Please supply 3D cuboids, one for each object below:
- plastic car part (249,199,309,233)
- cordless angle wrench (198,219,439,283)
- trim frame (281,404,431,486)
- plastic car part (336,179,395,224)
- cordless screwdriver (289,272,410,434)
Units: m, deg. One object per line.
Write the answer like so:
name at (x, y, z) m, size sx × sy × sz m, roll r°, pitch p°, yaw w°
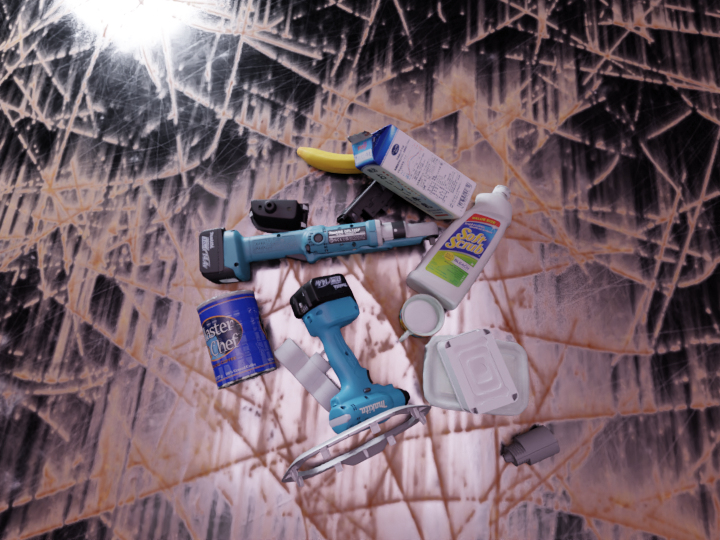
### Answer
plastic car part at (-0.159, -0.110, 0.798) m, size 0.117 × 0.070 × 0.067 m, roll 5°, pitch 75°, yaw 0°
cordless angle wrench at (-0.074, -0.049, 0.762) m, size 0.426 × 0.072 × 0.100 m, roll -7°, pitch 76°, yaw 4°
trim frame at (-0.003, 0.262, 0.631) m, size 0.247 × 0.176 × 0.029 m, roll -27°, pitch 60°, yaw -4°
plastic car part at (0.042, -0.156, 0.803) m, size 0.067 × 0.066 × 0.202 m, roll 38°, pitch 80°, yaw 0°
cordless screwdriver at (-0.014, 0.130, 0.707) m, size 0.152 × 0.075 × 0.257 m, roll -3°, pitch 61°, yaw -42°
